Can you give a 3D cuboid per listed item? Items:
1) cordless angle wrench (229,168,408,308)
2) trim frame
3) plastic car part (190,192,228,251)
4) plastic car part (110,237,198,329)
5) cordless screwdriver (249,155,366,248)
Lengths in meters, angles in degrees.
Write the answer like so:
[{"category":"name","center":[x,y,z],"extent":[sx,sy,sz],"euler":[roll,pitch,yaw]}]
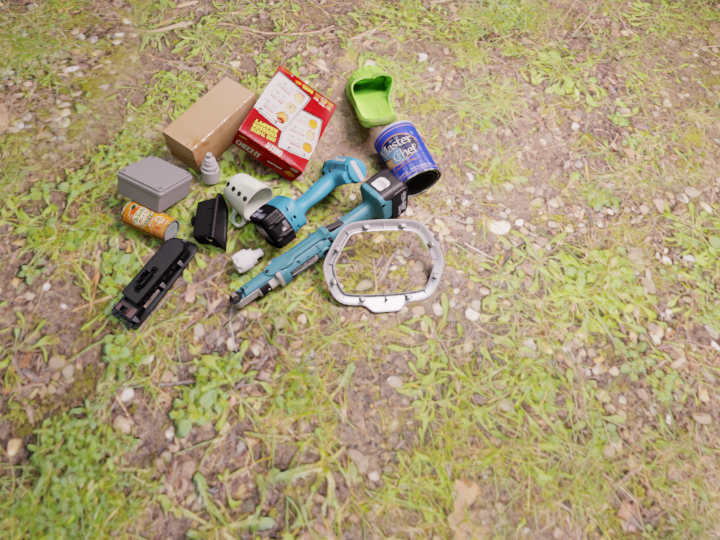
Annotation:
[{"category":"cordless angle wrench","center":[-0.084,-0.055,0.864],"extent":[0.419,0.094,0.078],"euler":[-37,61,-13]},{"category":"trim frame","center":[0.050,-0.010,0.842],"extent":[0.244,0.028,0.183],"euler":[-2,96,-10]},{"category":"plastic car part","center":[-0.320,-0.101,0.886],"extent":[0.071,0.063,0.120],"euler":[-10,63,5]},{"category":"plastic car part","center":[-0.404,0.009,0.827],"extent":[0.068,0.065,0.203],"euler":[26,64,13]},{"category":"cordless screwdriver","center":[-0.117,-0.158,0.897],"extent":[0.247,0.071,0.167],"euler":[-40,29,-11]}]
